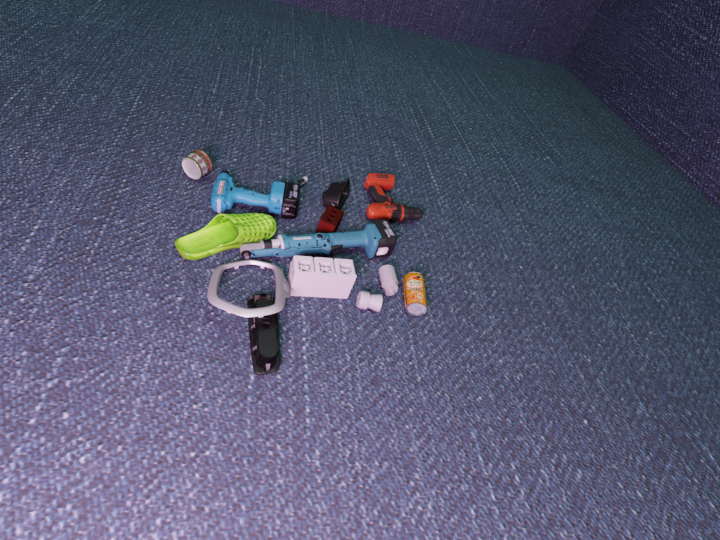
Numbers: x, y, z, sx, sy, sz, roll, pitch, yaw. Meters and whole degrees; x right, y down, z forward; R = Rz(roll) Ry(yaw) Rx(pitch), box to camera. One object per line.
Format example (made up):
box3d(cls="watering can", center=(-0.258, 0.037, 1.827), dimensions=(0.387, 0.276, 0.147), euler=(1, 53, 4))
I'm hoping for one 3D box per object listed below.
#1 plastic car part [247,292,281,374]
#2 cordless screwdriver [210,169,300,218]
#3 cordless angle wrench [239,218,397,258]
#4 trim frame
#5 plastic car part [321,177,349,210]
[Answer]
box3d(cls="plastic car part", center=(-0.205, 0.126, 0.920), dimensions=(0.064, 0.067, 0.211), euler=(6, 48, -24))
box3d(cls="cordless screwdriver", center=(-0.300, -0.227, 1.223), dimensions=(0.245, 0.073, 0.165), euler=(3, 46, -9))
box3d(cls="cordless angle wrench", center=(-0.111, -0.073, 1.134), dimensions=(0.411, 0.073, 0.102), euler=(-6, 50, -19))
box3d(cls="trim frame", center=(-0.251, 0.036, 0.966), dimensions=(0.181, 0.027, 0.258), euler=(1, 26, -12))
box3d(cls="plastic car part", center=(-0.082, -0.234, 1.310), dimensions=(0.073, 0.064, 0.117), euler=(14, 46, 15))
